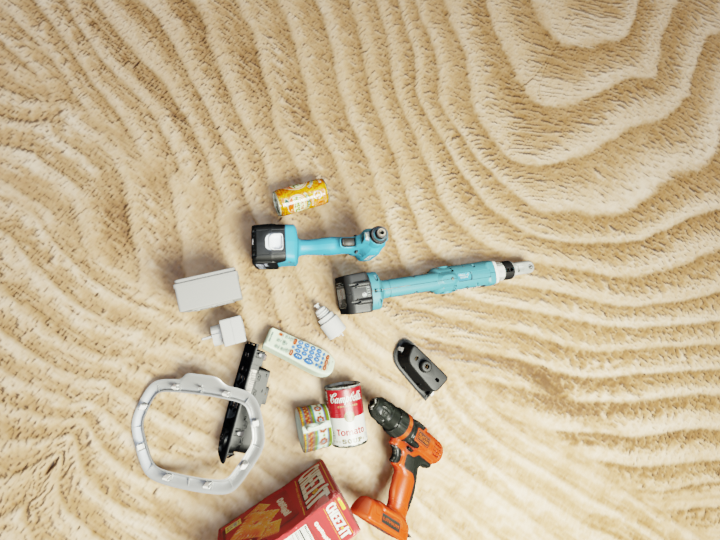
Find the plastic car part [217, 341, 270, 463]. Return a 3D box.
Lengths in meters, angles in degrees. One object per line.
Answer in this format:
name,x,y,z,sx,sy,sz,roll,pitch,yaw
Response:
plastic car part,-0.206,0.236,0.759,0.064,0.069,0.204,26,72,-32

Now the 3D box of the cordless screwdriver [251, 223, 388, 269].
cordless screwdriver,-0.077,-0.050,0.785,0.246,0.159,0.075,-2,81,-9

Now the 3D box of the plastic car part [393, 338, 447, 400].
plastic car part,0.118,0.187,0.809,0.065,0.072,0.116,-43,92,-17

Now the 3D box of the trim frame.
trim frame,-0.280,0.270,0.713,0.255,0.026,0.186,3,77,15

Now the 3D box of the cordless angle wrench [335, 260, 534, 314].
cordless angle wrench,0.163,0.019,0.844,0.414,0.099,0.075,-8,85,-14
